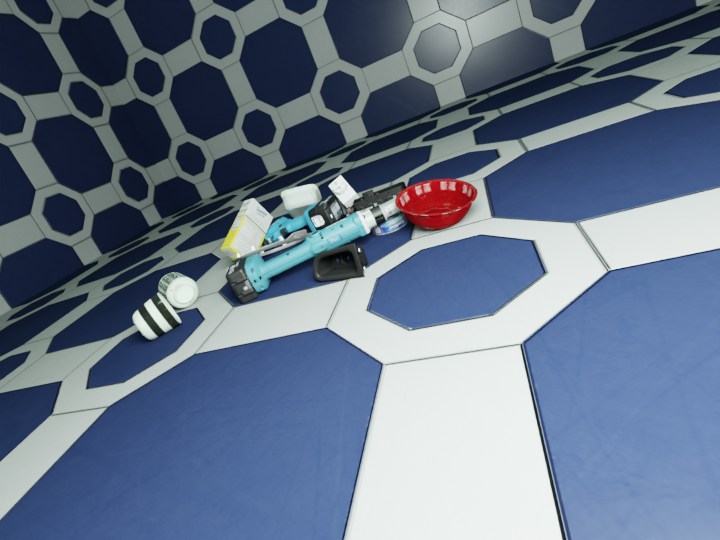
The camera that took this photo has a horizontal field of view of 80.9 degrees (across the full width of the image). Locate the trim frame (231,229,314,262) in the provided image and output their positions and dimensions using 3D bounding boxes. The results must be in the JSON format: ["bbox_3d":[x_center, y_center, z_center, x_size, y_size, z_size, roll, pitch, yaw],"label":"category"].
[{"bbox_3d":[-0.221,-0.064,1.081,0.190,0.027,0.240,-18,2,32],"label":"trim frame"}]

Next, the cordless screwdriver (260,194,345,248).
[{"bbox_3d":[-0.178,-0.130,1.219,0.257,0.072,0.158,-15,23,32],"label":"cordless screwdriver"}]

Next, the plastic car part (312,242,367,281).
[{"bbox_3d":[-0.034,-0.019,0.844,0.121,0.065,0.069,-11,8,38],"label":"plastic car part"}]

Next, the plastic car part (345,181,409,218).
[{"bbox_3d":[0.047,-0.190,1.145,0.207,0.066,0.066,-15,14,14],"label":"plastic car part"}]

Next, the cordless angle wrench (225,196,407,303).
[{"bbox_3d":[-0.091,-0.060,0.933,0.424,0.072,0.101,-26,20,3],"label":"cordless angle wrench"}]
